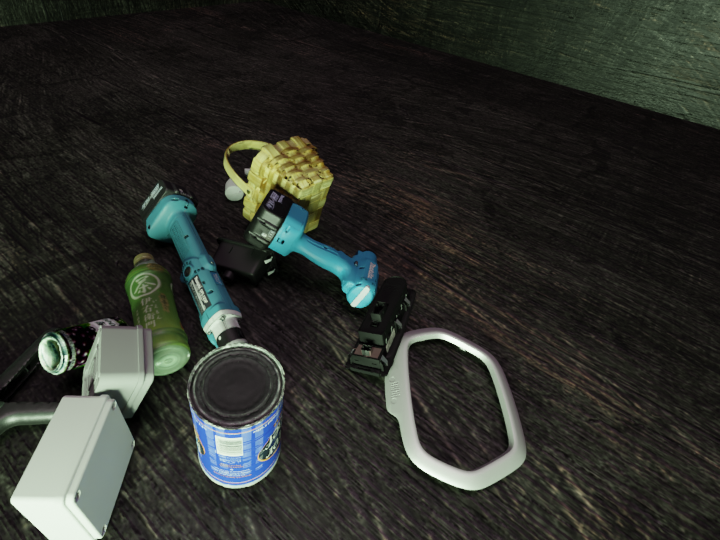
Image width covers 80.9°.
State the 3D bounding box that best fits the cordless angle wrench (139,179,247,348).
[{"bbox_3d":[-0.265,0.007,0.698,0.070,0.098,0.445,23,24,-53],"label":"cordless angle wrench"}]

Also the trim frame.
[{"bbox_3d":[0.128,0.180,0.603,0.183,0.027,0.256,5,42,-4],"label":"trim frame"}]

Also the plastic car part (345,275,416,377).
[{"bbox_3d":[0.037,0.074,0.683,0.069,0.065,0.202,-2,30,27],"label":"plastic car part"}]

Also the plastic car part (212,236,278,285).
[{"bbox_3d":[-0.215,-0.009,0.754,0.119,0.064,0.072,13,54,11],"label":"plastic car part"}]

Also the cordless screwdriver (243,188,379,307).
[{"bbox_3d":[-0.074,-0.048,0.754,0.246,0.074,0.161,33,29,-7],"label":"cordless screwdriver"}]
